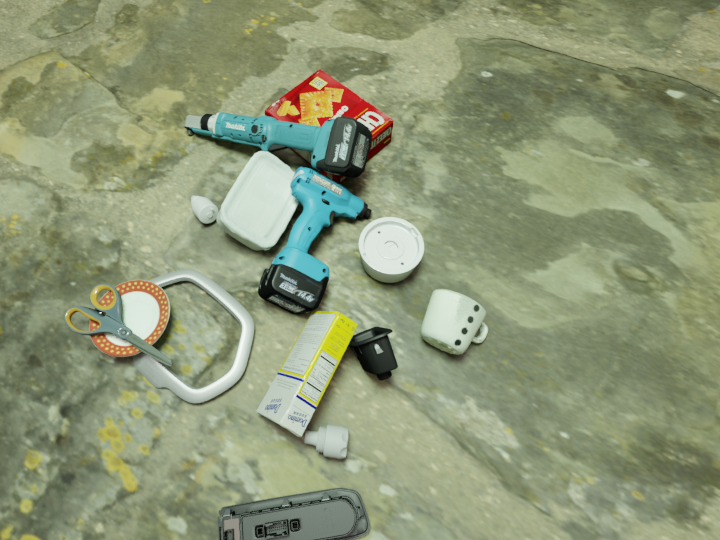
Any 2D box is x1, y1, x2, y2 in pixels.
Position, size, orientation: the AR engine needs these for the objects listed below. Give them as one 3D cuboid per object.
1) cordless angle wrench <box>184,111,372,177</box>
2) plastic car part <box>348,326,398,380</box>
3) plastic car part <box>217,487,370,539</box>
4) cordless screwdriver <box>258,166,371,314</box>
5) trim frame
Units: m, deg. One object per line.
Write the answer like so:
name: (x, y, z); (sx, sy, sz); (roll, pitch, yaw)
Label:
cordless angle wrench: (-0.187, -0.265, 0.818); (0.443, 0.071, 0.097); (18, 98, 27)
plastic car part: (0.022, 0.126, 0.631); (0.065, 0.118, 0.071); (-22, 90, -12)
plastic car part: (-0.089, 0.330, 0.553); (0.202, 0.065, 0.069); (-8, 57, -5)
cordless screwdriver: (-0.071, -0.047, 0.730); (0.154, 0.076, 0.252); (23, 65, -20)
trim frame: (-0.289, 0.101, 0.699); (0.257, 0.027, 0.183); (34, 68, 17)
